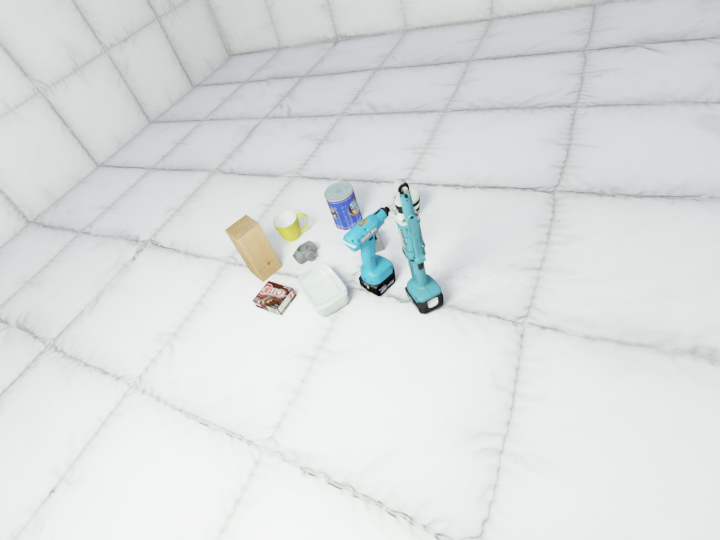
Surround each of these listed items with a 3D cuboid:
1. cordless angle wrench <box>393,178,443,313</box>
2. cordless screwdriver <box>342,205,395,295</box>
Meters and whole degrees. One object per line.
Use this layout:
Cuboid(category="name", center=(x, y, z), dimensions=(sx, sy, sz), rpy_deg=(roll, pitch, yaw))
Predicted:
Cuboid(category="cordless angle wrench", center=(0.132, -0.054, 1.043), dimensions=(0.074, 0.403, 0.103), rpy_deg=(-26, 44, -7))
Cuboid(category="cordless screwdriver", center=(0.045, -0.055, 1.198), dimensions=(0.157, 0.237, 0.079), rpy_deg=(-42, 48, -21))
